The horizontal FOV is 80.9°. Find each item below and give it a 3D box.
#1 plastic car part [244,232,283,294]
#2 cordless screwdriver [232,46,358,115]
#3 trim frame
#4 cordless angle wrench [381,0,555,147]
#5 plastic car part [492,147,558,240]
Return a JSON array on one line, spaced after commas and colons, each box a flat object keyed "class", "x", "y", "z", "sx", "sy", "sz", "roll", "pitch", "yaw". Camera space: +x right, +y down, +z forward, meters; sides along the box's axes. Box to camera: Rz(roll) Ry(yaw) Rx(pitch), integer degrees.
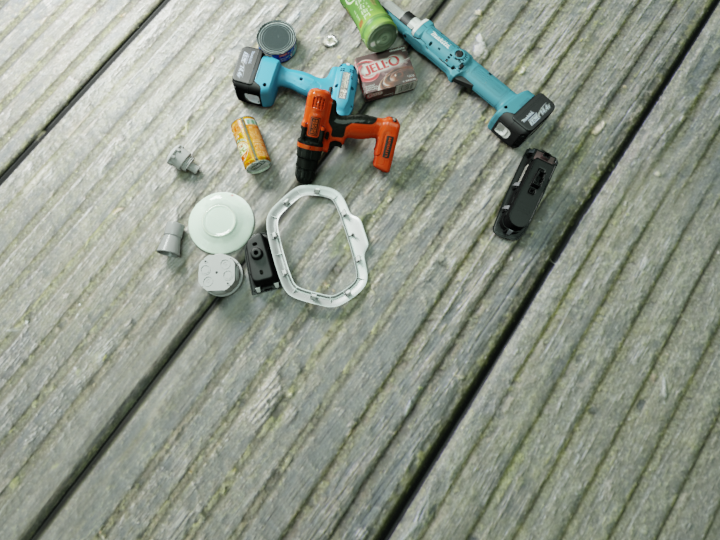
[{"class": "plastic car part", "x": -0.189, "y": -0.020, "z": 0.795, "sx": 0.066, "sy": 0.070, "sz": 0.118, "roll": -15, "pitch": 82, "yaw": -5}, {"class": "cordless screwdriver", "x": -0.136, "y": -0.361, "z": 0.870, "sx": 0.249, "sy": 0.074, "sz": 0.160, "roll": 10, "pitch": 79, "yaw": -1}, {"class": "trim frame", "x": -0.079, "y": -0.052, "z": 0.811, "sx": 0.181, "sy": 0.027, "sz": 0.254, "roll": -14, "pitch": 75, "yaw": -13}, {"class": "cordless angle wrench", "x": 0.198, "y": -0.429, "z": 0.877, "sx": 0.097, "sy": 0.073, "sz": 0.433, "roll": -42, "pitch": 78, "yaw": -8}, {"class": "plastic car part", "x": 0.326, "y": -0.150, "z": 0.816, "sx": 0.066, "sy": 0.067, "sz": 0.203, "roll": 29, "pitch": 82, "yaw": -3}]
